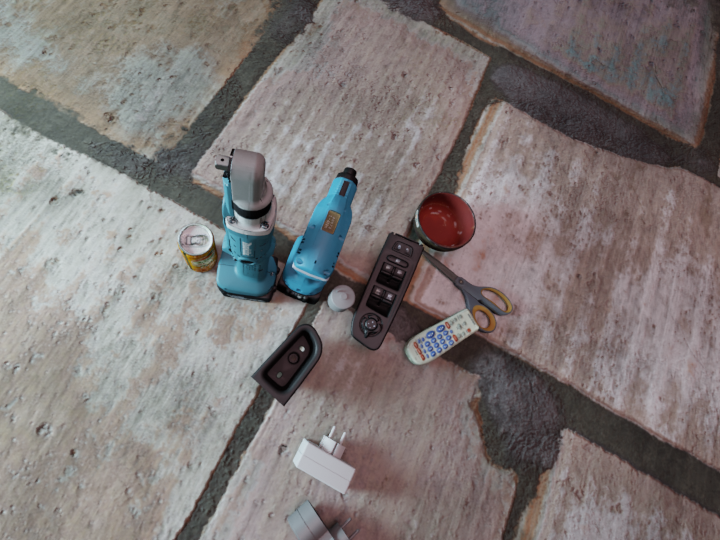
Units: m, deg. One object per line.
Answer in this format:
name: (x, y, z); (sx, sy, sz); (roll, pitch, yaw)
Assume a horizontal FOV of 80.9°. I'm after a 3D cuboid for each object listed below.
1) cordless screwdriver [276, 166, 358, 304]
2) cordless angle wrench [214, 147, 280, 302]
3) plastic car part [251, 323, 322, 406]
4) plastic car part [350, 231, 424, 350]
cordless screwdriver: (-0.063, -0.041, 0.641); (0.074, 0.249, 0.160); (23, 71, -8)
cordless angle wrench: (-0.140, -0.036, 0.534); (0.096, 0.424, 0.075); (10, 73, -12)
plastic car part: (-0.109, 0.144, 0.668); (0.066, 0.071, 0.116); (40, 70, 1)
plastic car part: (0.038, 0.037, 0.729); (0.066, 0.067, 0.204); (25, 70, -4)
